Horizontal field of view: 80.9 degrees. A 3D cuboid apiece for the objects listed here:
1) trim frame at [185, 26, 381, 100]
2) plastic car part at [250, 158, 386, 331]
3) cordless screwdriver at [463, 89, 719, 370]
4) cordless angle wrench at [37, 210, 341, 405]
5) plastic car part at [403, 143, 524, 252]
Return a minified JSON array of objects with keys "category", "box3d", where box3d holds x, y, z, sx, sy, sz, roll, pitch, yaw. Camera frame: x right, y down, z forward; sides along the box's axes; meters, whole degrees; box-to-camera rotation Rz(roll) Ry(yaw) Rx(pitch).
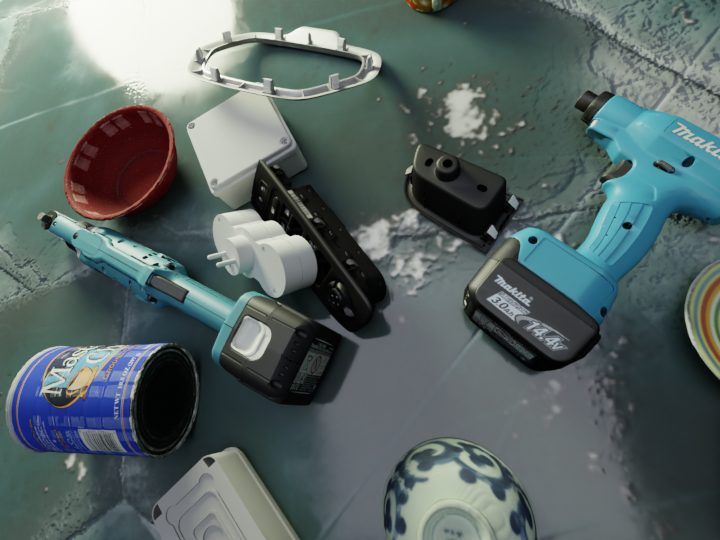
[{"category":"trim frame","box3d":[-0.096,-0.258,0.512,0.259,0.026,0.183,20,49,23]},{"category":"plastic car part","box3d":[-0.042,-0.028,0.433,0.212,0.064,0.066,55,136,26]},{"category":"cordless screwdriver","box3d":[0.189,-0.044,0.363,0.248,0.071,0.166,-42,67,-4]},{"category":"cordless angle wrench","box3d":[-0.224,0.010,0.465,0.443,0.093,0.074,22,79,26]},{"category":"plastic car part","box3d":[0.090,-0.081,0.406,0.121,0.068,0.066,35,82,20]}]
